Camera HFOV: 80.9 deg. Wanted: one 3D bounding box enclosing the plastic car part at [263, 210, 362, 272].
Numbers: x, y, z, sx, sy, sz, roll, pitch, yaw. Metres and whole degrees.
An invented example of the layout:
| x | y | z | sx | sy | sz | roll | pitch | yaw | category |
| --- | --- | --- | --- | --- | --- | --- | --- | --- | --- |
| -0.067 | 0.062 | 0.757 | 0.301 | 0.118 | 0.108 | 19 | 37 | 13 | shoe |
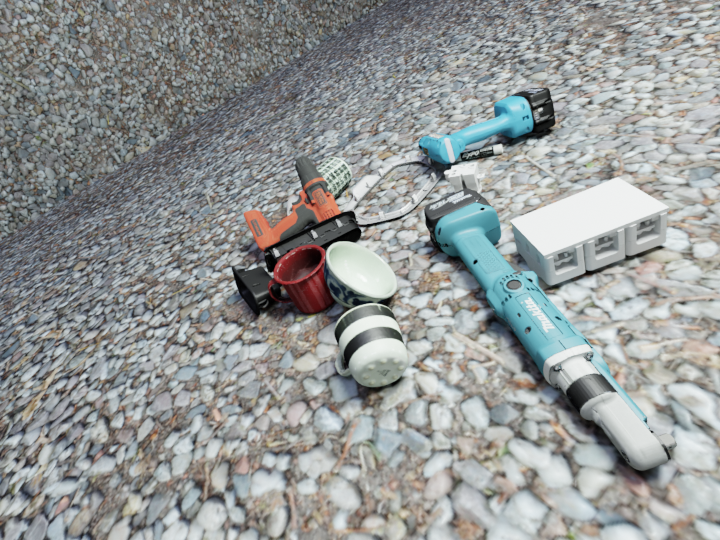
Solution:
| x | y | z | sx | sy | sz | roll | pitch | yaw | category |
| --- | --- | --- | --- | --- | --- | --- | --- | --- | --- |
| -0.077 | -0.050 | 0.783 | 0.199 | 0.064 | 0.071 | -32 | 46 | -24 | plastic car part |

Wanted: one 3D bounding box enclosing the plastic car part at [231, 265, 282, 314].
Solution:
| x | y | z | sx | sy | sz | roll | pitch | yaw | category |
| --- | --- | --- | --- | --- | --- | --- | --- | --- | --- |
| -0.183 | 0.030 | 0.782 | 0.069 | 0.064 | 0.123 | -27 | 35 | -26 | plastic car part |

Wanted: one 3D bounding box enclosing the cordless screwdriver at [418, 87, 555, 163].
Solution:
| x | y | z | sx | sy | sz | roll | pitch | yaw | category |
| --- | --- | --- | --- | --- | --- | --- | --- | --- | --- |
| 0.246 | -0.292 | 0.866 | 0.249 | 0.072 | 0.164 | -22 | 24 | 1 | cordless screwdriver |

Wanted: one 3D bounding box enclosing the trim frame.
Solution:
| x | y | z | sx | sy | sz | roll | pitch | yaw | category |
| --- | --- | --- | --- | --- | --- | --- | --- | --- | --- |
| 0.068 | -0.178 | 0.896 | 0.194 | 0.026 | 0.247 | 13 | 54 | 44 | trim frame |

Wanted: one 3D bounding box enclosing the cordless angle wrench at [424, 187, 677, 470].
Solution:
| x | y | z | sx | sy | sz | roll | pitch | yaw | category |
| --- | --- | --- | --- | --- | --- | --- | --- | --- | --- |
| 0.194 | 0.034 | 0.521 | 0.098 | 0.071 | 0.441 | -25 | 38 | 4 | cordless angle wrench |
